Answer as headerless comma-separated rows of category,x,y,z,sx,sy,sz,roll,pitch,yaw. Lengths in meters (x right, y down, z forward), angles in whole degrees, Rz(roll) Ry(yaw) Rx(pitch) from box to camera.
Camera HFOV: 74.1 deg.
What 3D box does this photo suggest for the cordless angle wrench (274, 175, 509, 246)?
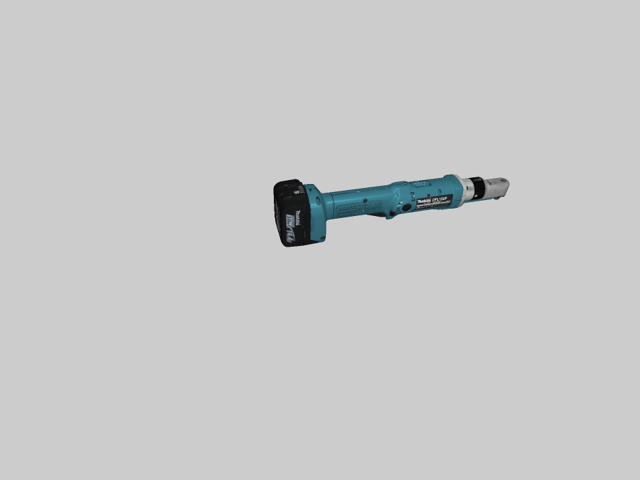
cordless angle wrench,0.135,-0.069,0.725,0.423,0.098,0.074,-9,44,-12
